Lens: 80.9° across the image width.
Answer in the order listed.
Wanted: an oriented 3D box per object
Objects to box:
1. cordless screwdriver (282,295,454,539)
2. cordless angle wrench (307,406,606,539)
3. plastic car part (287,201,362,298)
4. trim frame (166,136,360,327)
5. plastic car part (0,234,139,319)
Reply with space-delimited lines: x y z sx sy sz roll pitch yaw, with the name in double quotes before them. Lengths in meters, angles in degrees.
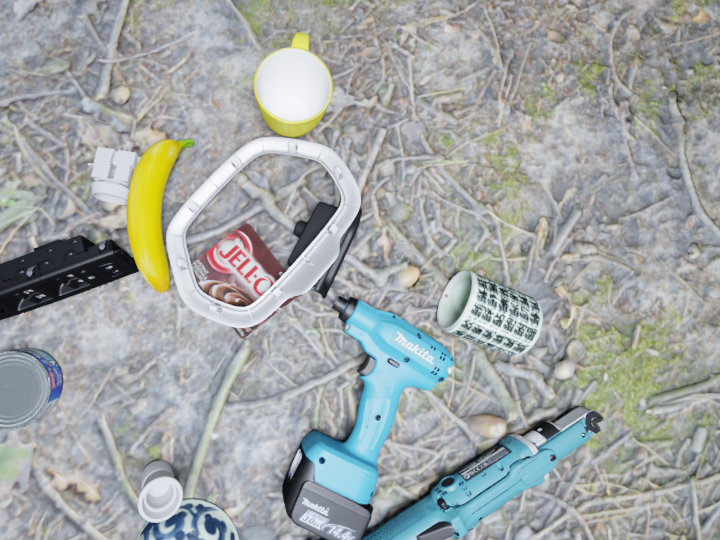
"cordless screwdriver" -0.013 0.163 0.497 0.159 0.075 0.249 31 78 -3
"cordless angle wrench" 0.114 0.274 0.494 0.418 0.099 0.074 -27 91 -12
"plastic car part" -0.051 -0.033 0.523 0.072 0.064 0.117 21 78 8
"trim frame" -0.112 -0.053 0.490 0.188 0.027 0.247 40 78 10
"plastic car part" -0.367 0.007 0.481 0.201 0.066 0.068 -26 80 -8
